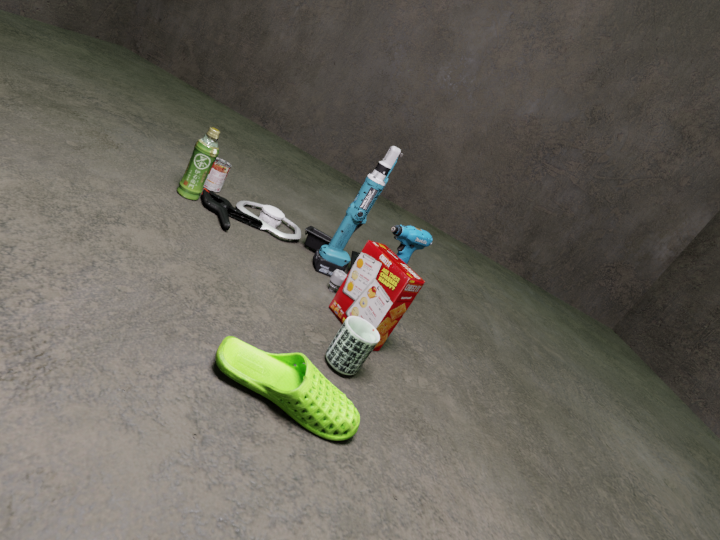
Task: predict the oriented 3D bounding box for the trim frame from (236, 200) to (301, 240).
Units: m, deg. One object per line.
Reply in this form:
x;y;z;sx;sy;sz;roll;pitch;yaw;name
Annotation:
-0.303;-0.168;1.408;0.255;0.027;0.180;34;20;13;trim frame

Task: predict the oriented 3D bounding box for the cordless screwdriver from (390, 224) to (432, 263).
0.100;-0.027;1.286;0.151;0.248;0.078;14;26;-41;cordless screwdriver

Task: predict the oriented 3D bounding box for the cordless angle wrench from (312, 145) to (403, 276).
-0.006;-0.171;1.235;0.094;0.422;0.077;24;20;-22;cordless angle wrench

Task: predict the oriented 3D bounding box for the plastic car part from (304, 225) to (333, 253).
-0.135;-0.088;1.379;0.118;0.071;0.065;32;19;6;plastic car part

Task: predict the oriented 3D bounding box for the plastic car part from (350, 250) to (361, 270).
-0.009;0.005;1.328;0.065;0.067;0.206;27;19;-10;plastic car part
